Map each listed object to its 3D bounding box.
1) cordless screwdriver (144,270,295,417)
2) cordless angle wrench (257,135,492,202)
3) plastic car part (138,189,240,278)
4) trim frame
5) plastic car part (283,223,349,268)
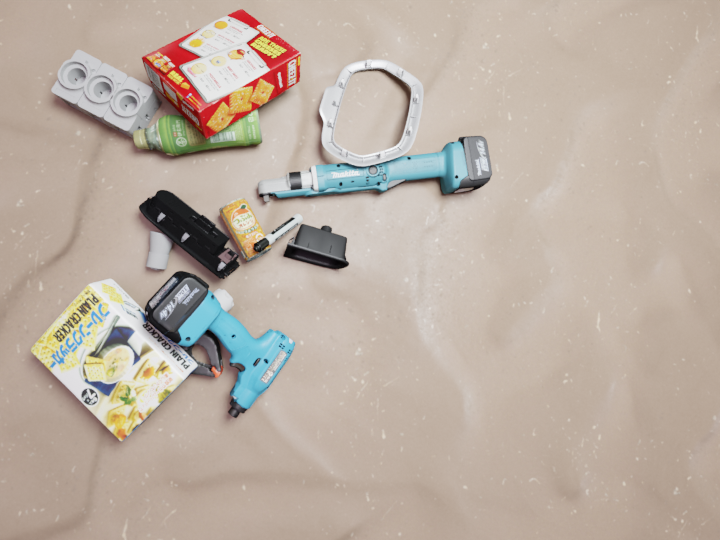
[{"bbox_3d":[-0.236,0.123,0.687,0.238,0.078,0.159,42,74,-27],"label":"cordless screwdriver"},{"bbox_3d":[0.021,-0.177,0.785,0.421,0.074,0.098,-7,86,-3],"label":"cordless angle wrench"},{"bbox_3d":[-0.296,-0.072,0.737,0.204,0.066,0.067,35,125,3],"label":"plastic car part"},{"bbox_3d":[0.019,-0.300,0.785,0.187,0.027,0.251,11,71,9],"label":"trim frame"},{"bbox_3d":[-0.075,-0.049,0.771,0.115,0.066,0.072,12,70,-8],"label":"plastic car part"}]
